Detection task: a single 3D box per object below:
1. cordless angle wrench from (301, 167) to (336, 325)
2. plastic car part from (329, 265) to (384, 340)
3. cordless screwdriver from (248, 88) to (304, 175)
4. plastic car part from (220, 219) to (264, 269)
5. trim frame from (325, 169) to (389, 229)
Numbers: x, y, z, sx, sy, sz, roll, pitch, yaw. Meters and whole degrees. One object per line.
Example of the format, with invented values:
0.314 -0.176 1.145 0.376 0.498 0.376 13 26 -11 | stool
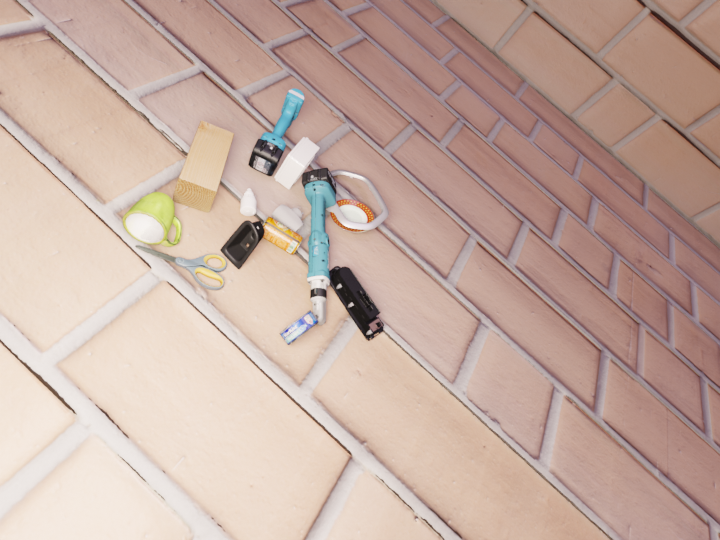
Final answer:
-0.105 -0.069 1.075 0.076 0.093 0.434 -10 61 15 | cordless angle wrench
-0.010 0.070 1.052 0.064 0.067 0.209 -27 72 -32 | plastic car part
-0.236 -0.381 1.200 0.073 0.161 0.251 25 66 -13 | cordless screwdriver
-0.260 -0.070 0.982 0.066 0.117 0.070 46 25 1 | plastic car part
-0.023 -0.209 1.225 0.179 0.027 0.259 -11 56 -23 | trim frame
